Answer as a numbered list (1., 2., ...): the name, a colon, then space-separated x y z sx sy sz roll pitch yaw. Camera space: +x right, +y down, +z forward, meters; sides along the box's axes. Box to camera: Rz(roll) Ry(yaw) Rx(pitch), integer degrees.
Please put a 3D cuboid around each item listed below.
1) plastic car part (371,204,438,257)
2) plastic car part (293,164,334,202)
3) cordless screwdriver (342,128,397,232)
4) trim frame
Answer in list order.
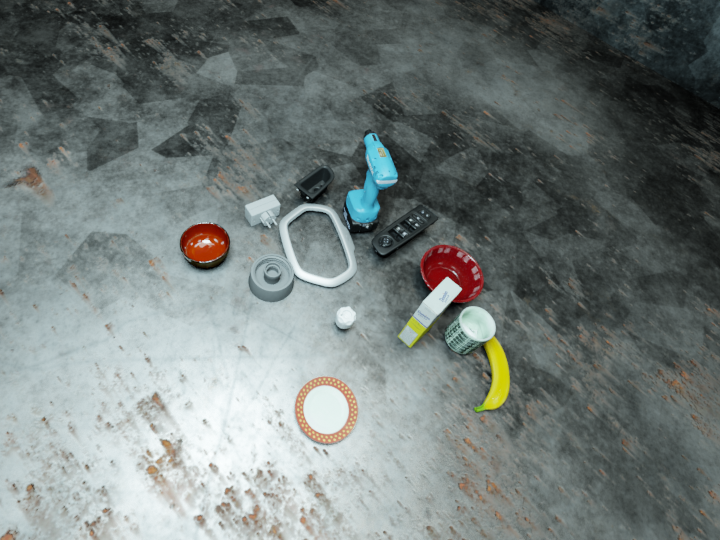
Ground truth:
1. plastic car part: 0.107 -0.096 1.101 0.199 0.066 0.068 -34 71 -27
2. plastic car part: -0.120 -0.225 1.140 0.068 0.070 0.115 39 59 11
3. cordless screwdriver: 0.015 -0.215 1.053 0.072 0.246 0.165 -6 61 -19
4. trim frame: -0.104 -0.068 1.068 0.180 0.027 0.258 -13 61 -18
